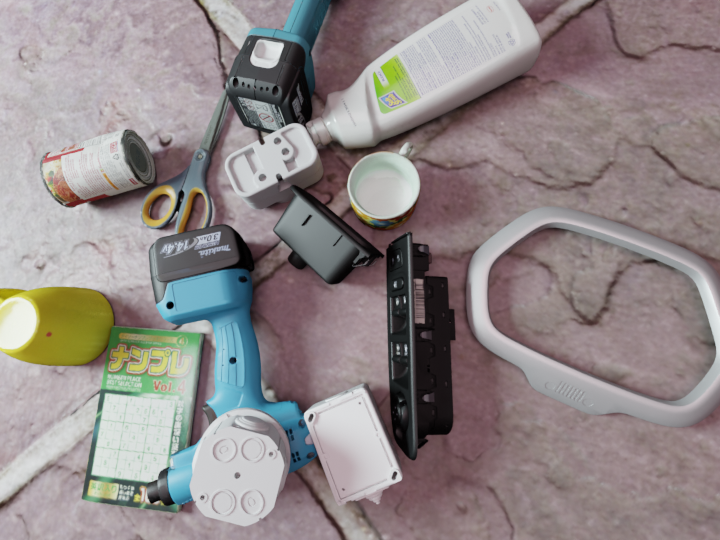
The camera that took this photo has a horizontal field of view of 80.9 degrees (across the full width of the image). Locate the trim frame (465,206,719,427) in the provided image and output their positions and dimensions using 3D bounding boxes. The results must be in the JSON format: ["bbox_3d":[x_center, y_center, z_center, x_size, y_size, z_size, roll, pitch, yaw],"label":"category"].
[{"bbox_3d":[0.226,0.040,0.406,0.254,0.027,0.184,22,81,10],"label":"trim frame"}]

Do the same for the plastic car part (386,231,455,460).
[{"bbox_3d":[0.057,0.070,0.410,0.065,0.067,0.205,8,76,-19],"label":"plastic car part"}]

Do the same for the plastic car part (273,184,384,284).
[{"bbox_3d":[-0.044,-0.029,0.447,0.120,0.064,0.071,38,99,16],"label":"plastic car part"}]

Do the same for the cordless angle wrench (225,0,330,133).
[{"bbox_3d":[-0.044,-0.364,0.509,0.076,0.095,0.426,15,76,8],"label":"cordless angle wrench"}]

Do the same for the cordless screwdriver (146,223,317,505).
[{"bbox_3d":[-0.154,0.088,0.418,0.158,0.074,0.253,-18,79,-7],"label":"cordless screwdriver"}]
